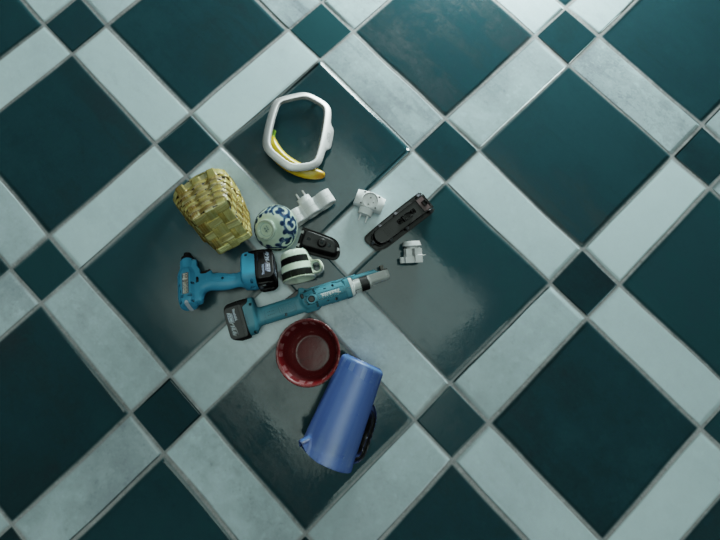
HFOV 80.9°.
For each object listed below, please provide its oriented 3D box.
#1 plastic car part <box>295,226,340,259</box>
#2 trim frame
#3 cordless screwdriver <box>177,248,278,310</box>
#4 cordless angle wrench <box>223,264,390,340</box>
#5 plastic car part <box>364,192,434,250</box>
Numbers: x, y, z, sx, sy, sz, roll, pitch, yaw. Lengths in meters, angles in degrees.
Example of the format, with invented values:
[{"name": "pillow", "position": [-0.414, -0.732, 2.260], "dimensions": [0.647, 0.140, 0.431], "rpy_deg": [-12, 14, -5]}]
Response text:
[{"name": "plastic car part", "position": [-0.106, -0.069, 1.086], "dimensions": [0.118, 0.070, 0.066], "rpy_deg": [17, 84, 4]}, {"name": "trim frame", "position": [-0.164, -0.374, 1.135], "dimensions": [0.183, 0.027, 0.252], "rpy_deg": [9, 69, -4]}, {"name": "cordless screwdriver", "position": [-0.337, 0.000, 1.068], "dimensions": [0.248, 0.072, 0.166], "rpy_deg": [-13, 57, -4]}, {"name": "cordless angle wrench", "position": [-0.126, 0.072, 1.066], "dimensions": [0.420, 0.074, 0.099], "rpy_deg": [-17, 83, -5]}, {"name": "plastic car part", "position": [0.104, -0.124, 1.101], "dimensions": [0.202, 0.067, 0.066], "rpy_deg": [-37, 93, -3]}]
